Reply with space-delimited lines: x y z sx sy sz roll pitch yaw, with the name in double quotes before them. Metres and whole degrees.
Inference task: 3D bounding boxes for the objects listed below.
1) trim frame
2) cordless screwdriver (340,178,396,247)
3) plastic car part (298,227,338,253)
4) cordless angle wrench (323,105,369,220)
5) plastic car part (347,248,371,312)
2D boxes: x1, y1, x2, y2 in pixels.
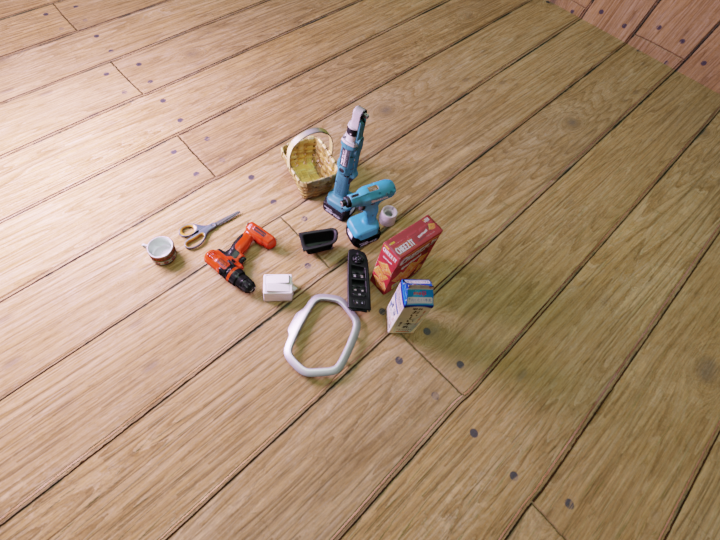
"trim frame" -0.104 0.172 1.148 0.187 0.027 0.250 22 60 7
"cordless screwdriver" 0.002 -0.158 1.228 0.156 0.244 0.077 -20 67 -19
"plastic car part" -0.124 -0.081 1.273 0.114 0.069 0.068 -10 62 -12
"cordless angle wrench" -0.036 -0.299 1.209 0.100 0.416 0.074 37 62 10
"plastic car part" -0.009 0.032 1.218 0.066 0.066 0.208 3 59 -6
